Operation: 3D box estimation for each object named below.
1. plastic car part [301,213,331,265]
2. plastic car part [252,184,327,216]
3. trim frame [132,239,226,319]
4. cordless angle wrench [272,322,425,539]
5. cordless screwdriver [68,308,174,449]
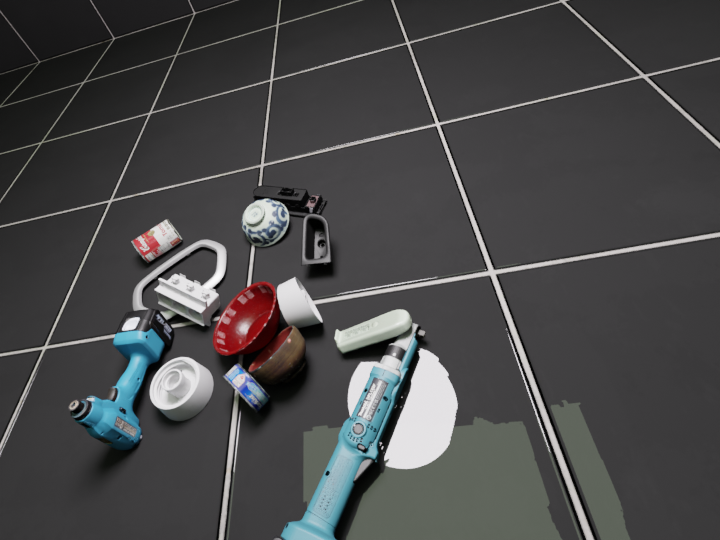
[{"bbox_3d":[-0.090,-0.059,0.919,0.067,0.068,0.119,-7,66,10],"label":"plastic car part"},{"bbox_3d":[-0.191,-0.178,1.058,0.212,0.064,0.067,8,62,26],"label":"plastic car part"},{"bbox_3d":[-0.423,0.019,0.996,0.246,0.026,0.195,-41,53,-13],"label":"trim frame"},{"bbox_3d":[0.002,0.253,0.644,0.102,0.071,0.423,13,56,25],"label":"cordless angle wrench"},{"bbox_3d":[-0.440,0.183,0.786,0.075,0.152,0.257,-9,48,8],"label":"cordless screwdriver"}]
